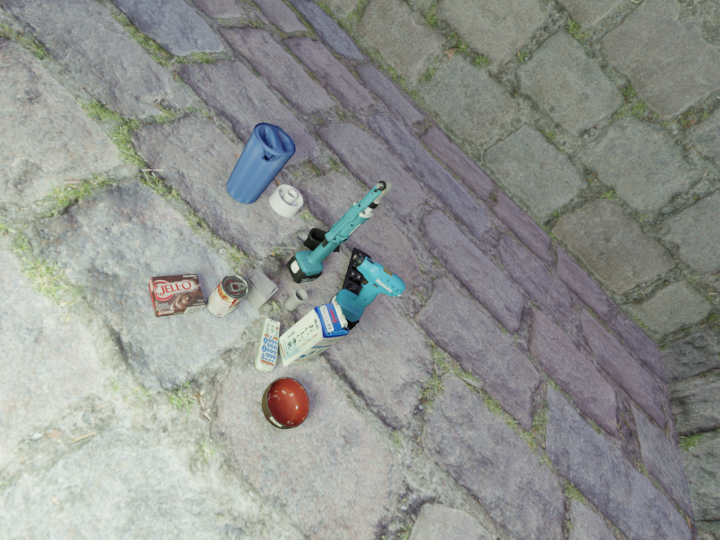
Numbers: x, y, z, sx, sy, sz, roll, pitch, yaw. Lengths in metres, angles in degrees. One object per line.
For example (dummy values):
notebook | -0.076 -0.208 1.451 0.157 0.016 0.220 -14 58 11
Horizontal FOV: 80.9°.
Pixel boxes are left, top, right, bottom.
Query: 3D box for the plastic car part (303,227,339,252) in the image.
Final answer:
plastic car part | -0.132 -0.086 1.351 0.111 0.072 0.068 20 46 -28

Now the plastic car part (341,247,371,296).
plastic car part | -0.024 0.020 1.352 0.064 0.068 0.206 32 41 -17

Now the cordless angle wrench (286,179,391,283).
cordless angle wrench | -0.057 -0.102 1.147 0.094 0.428 0.077 -9 65 -46

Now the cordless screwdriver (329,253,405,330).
cordless screwdriver | -0.012 0.059 1.181 0.156 0.252 0.075 38 40 -12
